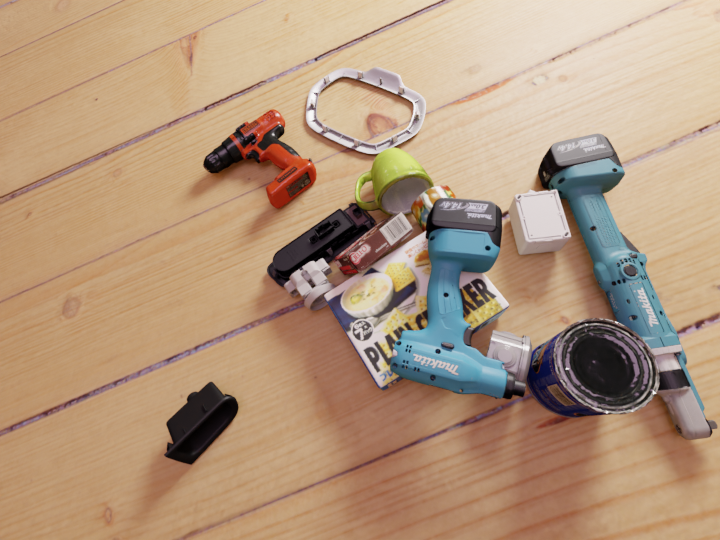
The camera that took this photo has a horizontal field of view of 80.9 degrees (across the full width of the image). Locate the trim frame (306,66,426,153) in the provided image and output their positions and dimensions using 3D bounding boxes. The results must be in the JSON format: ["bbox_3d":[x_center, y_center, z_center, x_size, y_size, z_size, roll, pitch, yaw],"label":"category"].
[{"bbox_3d":[0.004,-0.321,0.827,0.259,0.026,0.184,30,76,23],"label":"trim frame"}]

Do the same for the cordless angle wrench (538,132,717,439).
[{"bbox_3d":[0.368,0.006,0.592,0.099,0.072,0.434,-13,68,6],"label":"cordless angle wrench"}]

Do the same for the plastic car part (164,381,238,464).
[{"bbox_3d":[-0.245,0.220,0.641,0.075,0.063,0.116,33,74,34],"label":"plastic car part"}]

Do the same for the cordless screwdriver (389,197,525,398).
[{"bbox_3d":[0.143,0.033,0.554,0.164,0.071,0.251,11,73,16],"label":"cordless screwdriver"}]

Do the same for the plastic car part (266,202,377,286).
[{"bbox_3d":[-0.070,-0.046,0.712,0.203,0.065,0.068,-36,74,-2],"label":"plastic car part"}]
